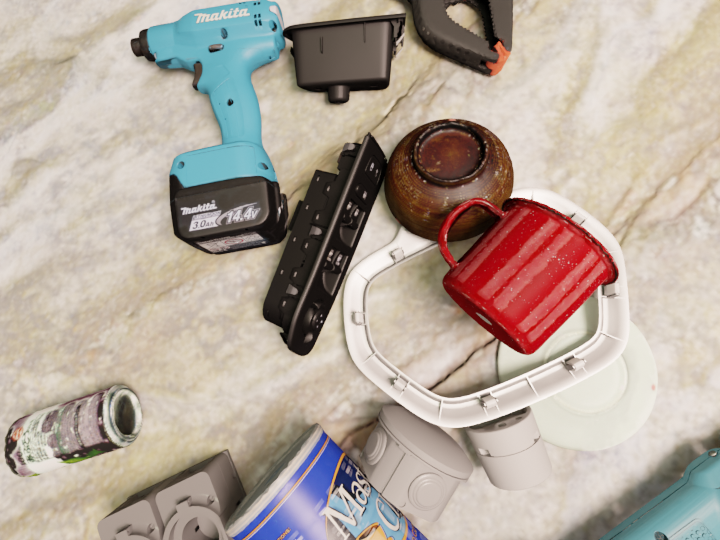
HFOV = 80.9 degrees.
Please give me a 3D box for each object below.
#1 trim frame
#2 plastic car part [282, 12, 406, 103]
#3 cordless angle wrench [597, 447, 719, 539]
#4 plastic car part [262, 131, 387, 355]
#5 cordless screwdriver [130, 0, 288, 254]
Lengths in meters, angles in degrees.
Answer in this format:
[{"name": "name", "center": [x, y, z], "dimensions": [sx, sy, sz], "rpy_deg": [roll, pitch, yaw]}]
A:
[{"name": "trim frame", "center": [0.104, 0.022, 0.367], "dimensions": [0.250, 0.026, 0.190], "rpy_deg": [-25, 69, 4]}, {"name": "plastic car part", "center": [-0.014, -0.201, 0.413], "dimensions": [0.118, 0.065, 0.070], "rpy_deg": [-3, 97, 8]}, {"name": "cordless angle wrench", "center": [0.283, 0.169, 0.314], "dimensions": [0.422, 0.073, 0.100], "rpy_deg": [-35, 81, -2]}, {"name": "plastic car part", "center": [-0.038, -0.025, 0.384], "dimensions": [0.069, 0.064, 0.203], "rpy_deg": [15, 84, 16]}, {"name": "cordless screwdriver", "center": [-0.149, -0.142, 0.411], "dimensions": [0.161, 0.072, 0.252], "rpy_deg": [-6, 77, 5]}]
